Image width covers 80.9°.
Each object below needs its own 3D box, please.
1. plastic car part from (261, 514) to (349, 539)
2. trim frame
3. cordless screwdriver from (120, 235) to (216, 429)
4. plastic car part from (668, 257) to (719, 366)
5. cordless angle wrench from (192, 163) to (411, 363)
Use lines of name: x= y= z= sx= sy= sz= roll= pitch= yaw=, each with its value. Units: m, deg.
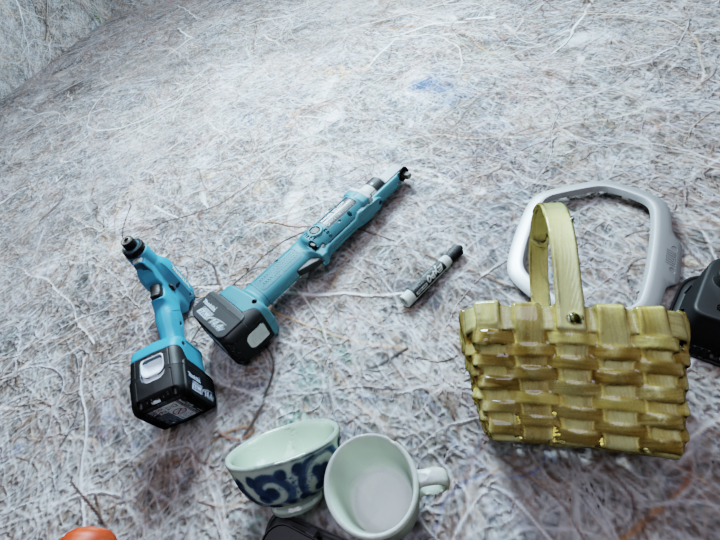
plastic car part: x=-0.012 y=0.280 z=0.371 sx=0.212 sy=0.063 sz=0.067 roll=8 pitch=60 yaw=28
trim frame: x=0.299 y=-0.032 z=0.545 sx=0.193 sy=0.026 sz=0.248 roll=12 pitch=55 yaw=29
cordless screwdriver: x=-0.275 y=0.073 z=0.579 sx=0.074 sy=0.152 sz=0.261 roll=-24 pitch=49 yaw=-4
plastic car part: x=0.369 y=0.030 z=0.436 sx=0.069 sy=0.067 sz=0.116 roll=22 pitch=64 yaw=31
cordless angle wrench: x=-0.065 y=-0.042 z=0.661 sx=0.103 sy=0.071 sz=0.419 roll=28 pitch=62 yaw=35
